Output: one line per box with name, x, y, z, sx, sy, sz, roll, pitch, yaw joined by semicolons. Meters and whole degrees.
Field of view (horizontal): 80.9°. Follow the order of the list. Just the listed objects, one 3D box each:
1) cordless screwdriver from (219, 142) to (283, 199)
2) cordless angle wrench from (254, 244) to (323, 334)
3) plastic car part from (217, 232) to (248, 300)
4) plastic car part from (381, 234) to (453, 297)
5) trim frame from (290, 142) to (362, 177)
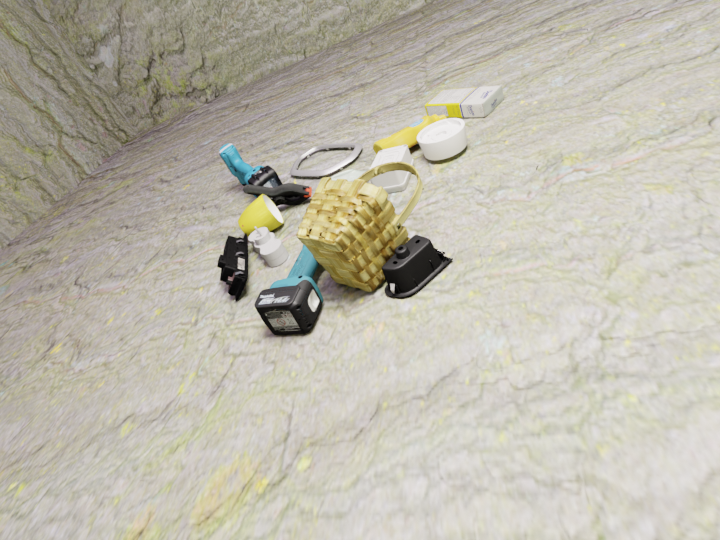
cordless screwdriver;-0.317;-0.269;1.249;0.074;0.151;0.263;-41;51;-14
cordless angle wrench;-0.084;-0.055;0.862;0.101;0.071;0.427;-9;38;25
plastic car part;-0.284;-0.021;0.947;0.065;0.065;0.210;12;29;-17
plastic car part;0.082;-0.014;0.694;0.115;0.068;0.070;-39;34;-19
trim frame;-0.104;-0.329;1.246;0.262;0.026;0.183;11;52;44
